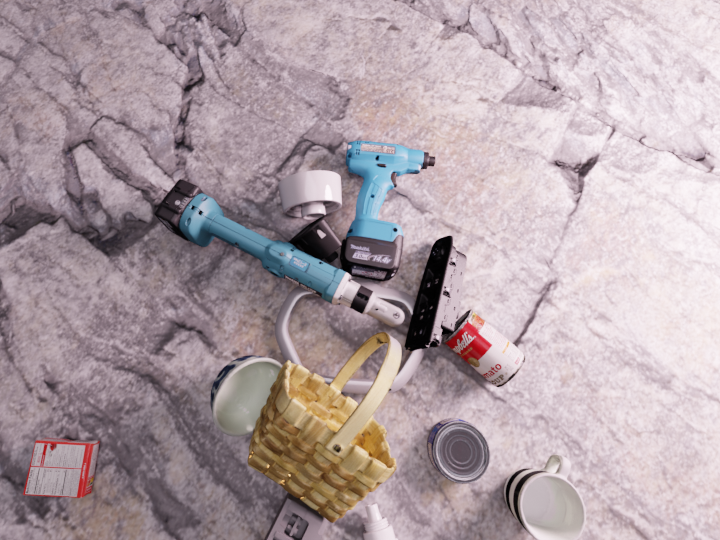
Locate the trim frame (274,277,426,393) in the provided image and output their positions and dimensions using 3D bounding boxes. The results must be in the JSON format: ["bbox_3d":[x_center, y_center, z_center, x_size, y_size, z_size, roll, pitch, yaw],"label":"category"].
[{"bbox_3d":[-0.015,0.101,0.684,0.250,0.027,0.187,3,74,4],"label":"trim frame"}]

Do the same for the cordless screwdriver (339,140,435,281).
[{"bbox_3d":[0.047,-0.109,0.724,0.160,0.073,0.253,5,70,1],"label":"cordless screwdriver"}]

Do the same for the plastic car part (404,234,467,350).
[{"bbox_3d":[0.129,0.034,0.670,0.066,0.066,0.206,20,63,-10],"label":"plastic car part"}]

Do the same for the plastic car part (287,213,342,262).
[{"bbox_3d":[-0.068,-0.044,0.690,0.065,0.120,0.069,-43,104,-17],"label":"plastic car part"}]

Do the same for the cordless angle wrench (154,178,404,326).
[{"bbox_3d":[-0.126,-0.017,0.676,0.432,0.096,0.074,26,72,10],"label":"cordless angle wrench"}]
